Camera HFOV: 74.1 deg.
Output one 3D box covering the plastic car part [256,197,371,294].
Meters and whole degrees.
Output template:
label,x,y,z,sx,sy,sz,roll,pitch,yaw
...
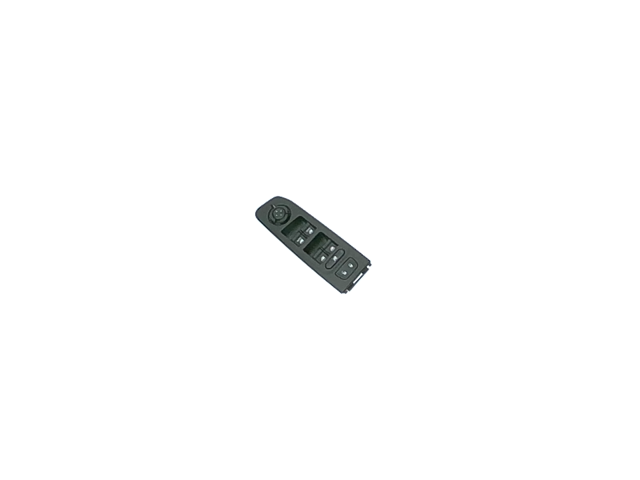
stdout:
label,x,y,z,sx,sy,sz,roll,pitch,yaw
plastic car part,-0.014,0.003,0.674,0.203,0.066,0.067,39,-6,17
